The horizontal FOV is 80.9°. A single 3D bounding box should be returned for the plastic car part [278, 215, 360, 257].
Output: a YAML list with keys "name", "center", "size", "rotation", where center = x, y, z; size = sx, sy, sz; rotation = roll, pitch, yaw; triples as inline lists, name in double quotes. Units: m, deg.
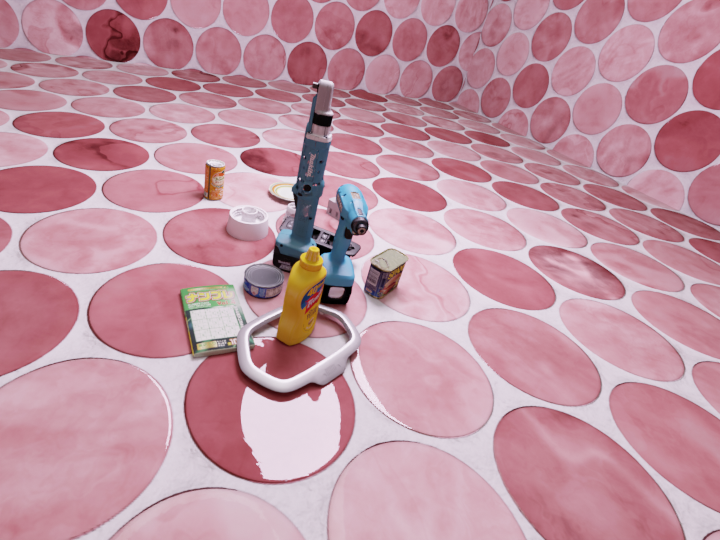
- name: "plastic car part"
  center: [-0.102, -0.067, 1.046]
  size: [0.206, 0.066, 0.066]
  rotation: [18, 32, 8]

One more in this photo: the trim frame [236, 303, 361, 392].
- name: "trim frame"
  center: [-0.111, 0.131, 0.774]
  size: [0.194, 0.027, 0.240]
  rotation: [34, 38, 30]

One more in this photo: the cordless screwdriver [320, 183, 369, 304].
- name: "cordless screwdriver"
  center: [-0.035, -0.035, 0.853]
  size: [0.073, 0.244, 0.166]
  rotation: [6, 33, -16]

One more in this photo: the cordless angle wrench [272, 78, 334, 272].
- name: "cordless angle wrench"
  center: [-0.109, -0.183, 0.896]
  size: [0.098, 0.416, 0.075]
  rotation: [17, 31, 1]
